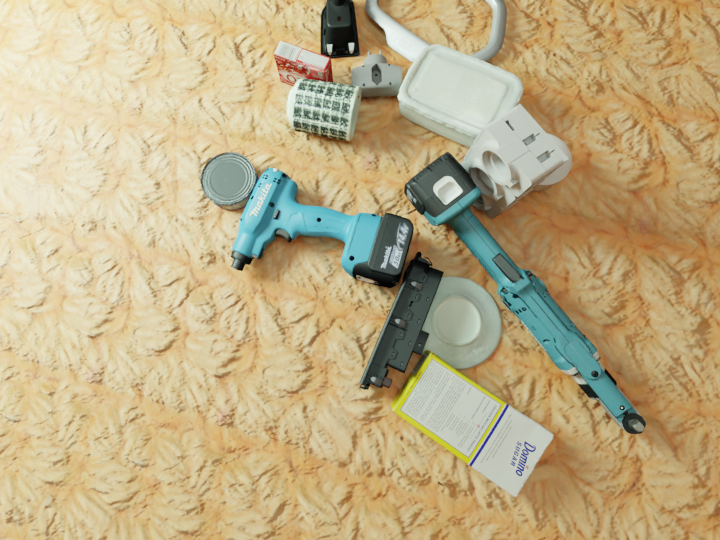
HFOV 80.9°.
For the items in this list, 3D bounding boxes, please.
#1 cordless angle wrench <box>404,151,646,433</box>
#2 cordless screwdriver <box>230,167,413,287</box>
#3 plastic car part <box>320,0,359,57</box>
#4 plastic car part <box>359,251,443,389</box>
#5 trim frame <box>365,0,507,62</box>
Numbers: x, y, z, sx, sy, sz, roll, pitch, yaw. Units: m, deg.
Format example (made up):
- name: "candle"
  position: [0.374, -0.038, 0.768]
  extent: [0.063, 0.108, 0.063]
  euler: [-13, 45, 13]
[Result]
- name: "cordless angle wrench"
  position: [0.218, 0.030, 0.566]
  extent: [0.074, 0.096, 0.429]
  euler: [-38, 82, 5]
- name: "cordless screwdriver"
  position: [-0.059, -0.039, 0.607]
  extent: [0.255, 0.072, 0.160]
  euler: [21, 80, 12]
- name: "plastic car part"
  position: [-0.036, -0.420, 0.693]
  extent: [0.066, 0.070, 0.118]
  euler: [-3, 81, -1]
- name: "plastic car part"
  position: [0.061, 0.069, 0.568]
  extent: [0.070, 0.063, 0.204]
  euler: [15, 76, 22]
- name: "trim frame"
  position: [0.125, -0.429, 0.706]
  extent: [0.253, 0.027, 0.184]
  euler: [40, 82, 10]
